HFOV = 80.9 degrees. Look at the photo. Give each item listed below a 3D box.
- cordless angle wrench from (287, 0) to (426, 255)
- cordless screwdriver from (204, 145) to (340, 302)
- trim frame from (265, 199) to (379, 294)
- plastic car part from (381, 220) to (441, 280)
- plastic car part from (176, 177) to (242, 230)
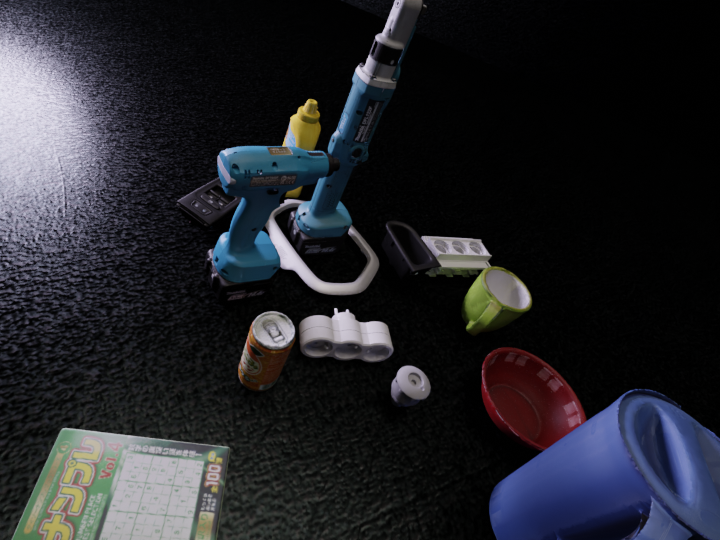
[{"bbox_3d":[-0.015,-0.193,0.643,0.094,0.419,0.078,-3,50,-30],"label":"cordless angle wrench"},{"bbox_3d":[-0.130,-0.064,0.590,0.153,0.247,0.078,-10,54,-34],"label":"cordless screwdriver"},{"bbox_3d":[-0.075,-0.049,0.762,0.177,0.027,0.260,-16,55,-35],"label":"trim frame"},{"bbox_3d":[0.079,-0.028,0.775,0.063,0.070,0.122,-8,51,-32],"label":"plastic car part"},{"bbox_3d":[-0.235,-0.124,0.742,0.067,0.066,0.202,29,42,4],"label":"plastic car part"}]
